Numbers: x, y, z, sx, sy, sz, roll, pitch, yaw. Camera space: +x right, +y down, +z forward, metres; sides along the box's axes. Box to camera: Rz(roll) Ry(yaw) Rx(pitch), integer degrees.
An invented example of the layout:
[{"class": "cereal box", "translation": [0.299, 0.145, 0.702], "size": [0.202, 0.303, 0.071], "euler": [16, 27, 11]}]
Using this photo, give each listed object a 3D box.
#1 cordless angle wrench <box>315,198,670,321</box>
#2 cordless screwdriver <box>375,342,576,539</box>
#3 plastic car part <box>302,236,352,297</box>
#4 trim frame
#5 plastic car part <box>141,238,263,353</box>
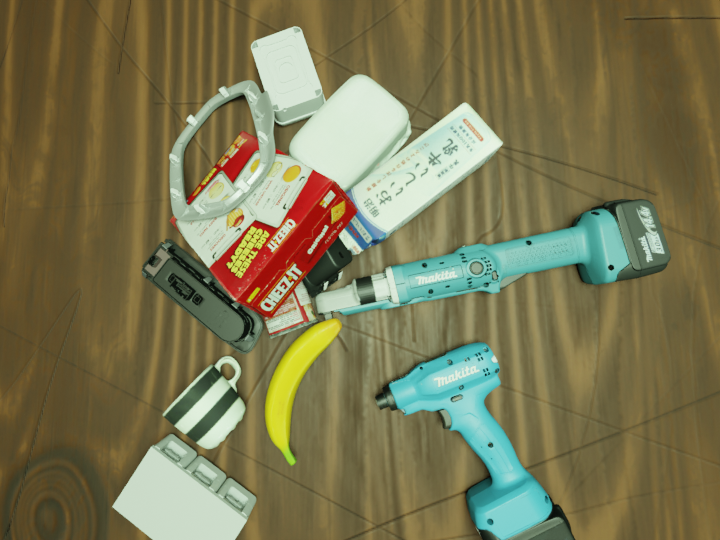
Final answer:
[{"class": "cordless angle wrench", "translation": [0.147, 0.000, 0.549], "size": [0.427, 0.073, 0.099], "euler": [-12, 84, 6]}, {"class": "cordless screwdriver", "translation": [0.134, 0.231, 0.521], "size": [0.160, 0.073, 0.253], "euler": [-23, 78, 2]}, {"class": "plastic car part", "translation": [-0.054, -0.035, 0.553], "size": [0.073, 0.064, 0.116], "euler": [-27, 92, 38]}, {"class": "trim frame", "translation": [-0.188, -0.167, 0.563], "size": [0.186, 0.026, 0.260], "euler": [-30, 51, 14]}, {"class": "plastic car part", "translation": [-0.221, 0.035, 0.585], "size": [0.205, 0.066, 0.066], "euler": [38, 81, 5]}]
